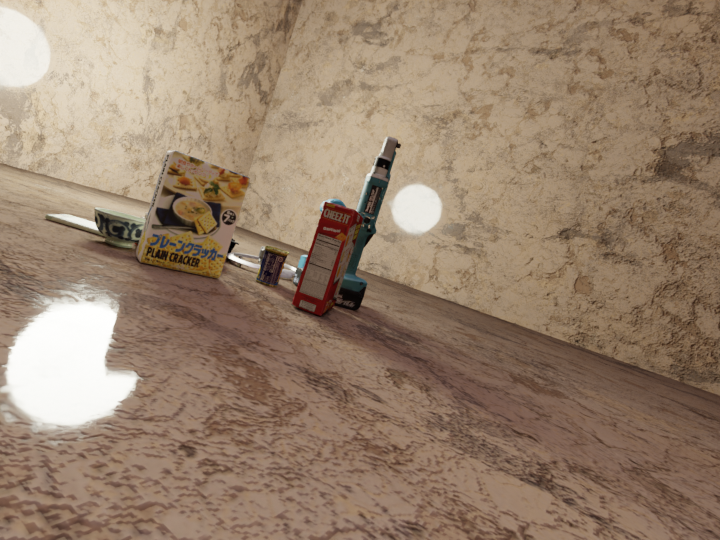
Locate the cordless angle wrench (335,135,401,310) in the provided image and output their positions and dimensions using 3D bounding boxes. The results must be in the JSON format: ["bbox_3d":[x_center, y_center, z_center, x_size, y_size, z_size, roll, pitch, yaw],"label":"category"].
[{"bbox_3d":[0.010,-0.119,1.020,0.096,0.422,0.076,17,1,-13],"label":"cordless angle wrench"}]

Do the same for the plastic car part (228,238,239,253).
[{"bbox_3d":[-0.409,-0.077,1.236,0.067,0.067,0.201,18,3,2],"label":"plastic car part"}]

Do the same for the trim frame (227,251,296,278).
[{"bbox_3d":[-0.276,-0.014,1.226,0.195,0.027,0.235,20,4,42],"label":"trim frame"}]

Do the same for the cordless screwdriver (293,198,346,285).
[{"bbox_3d":[-0.111,-0.073,1.139,0.072,0.248,0.164,17,2,-18],"label":"cordless screwdriver"}]
